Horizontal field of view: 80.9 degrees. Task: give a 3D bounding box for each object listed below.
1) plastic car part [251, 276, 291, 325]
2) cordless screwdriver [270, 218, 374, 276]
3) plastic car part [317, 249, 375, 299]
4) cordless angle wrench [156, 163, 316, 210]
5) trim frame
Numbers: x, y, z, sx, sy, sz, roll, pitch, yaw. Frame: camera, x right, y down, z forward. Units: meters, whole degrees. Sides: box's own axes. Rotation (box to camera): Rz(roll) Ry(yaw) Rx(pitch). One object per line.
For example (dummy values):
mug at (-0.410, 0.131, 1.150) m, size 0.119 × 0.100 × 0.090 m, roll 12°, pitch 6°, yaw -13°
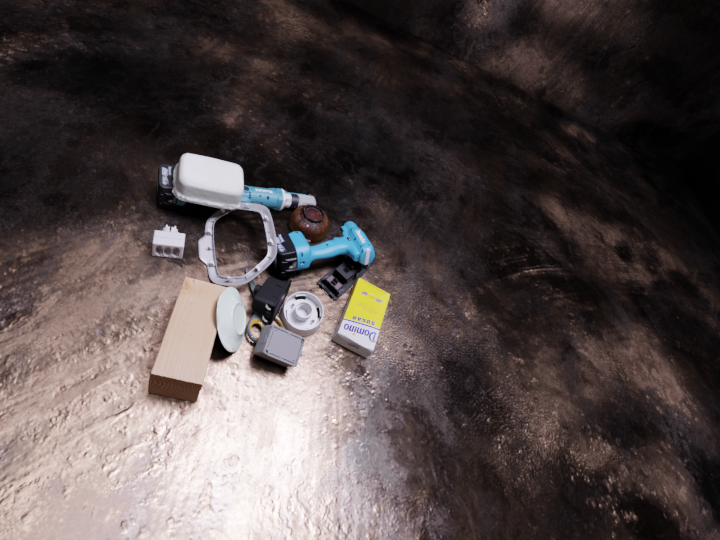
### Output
plastic car part at (-0.204, 0.057, 0.936) m, size 0.071 × 0.065 × 0.118 m, roll 19°, pitch 34°, yaw -2°
cordless screwdriver at (-0.103, -0.068, 1.058) m, size 0.243 × 0.072 × 0.167 m, roll -9°, pitch 41°, yaw -16°
plastic car part at (-0.023, -0.011, 1.093) m, size 0.068 × 0.066 × 0.199 m, roll 37°, pitch 44°, yaw 12°
cordless angle wrench at (-0.311, -0.200, 1.116) m, size 0.407 × 0.074 × 0.102 m, roll 3°, pitch 53°, yaw -26°
trim frame at (-0.291, -0.072, 0.999) m, size 0.184 × 0.026 × 0.259 m, roll -18°, pitch 57°, yaw 1°
